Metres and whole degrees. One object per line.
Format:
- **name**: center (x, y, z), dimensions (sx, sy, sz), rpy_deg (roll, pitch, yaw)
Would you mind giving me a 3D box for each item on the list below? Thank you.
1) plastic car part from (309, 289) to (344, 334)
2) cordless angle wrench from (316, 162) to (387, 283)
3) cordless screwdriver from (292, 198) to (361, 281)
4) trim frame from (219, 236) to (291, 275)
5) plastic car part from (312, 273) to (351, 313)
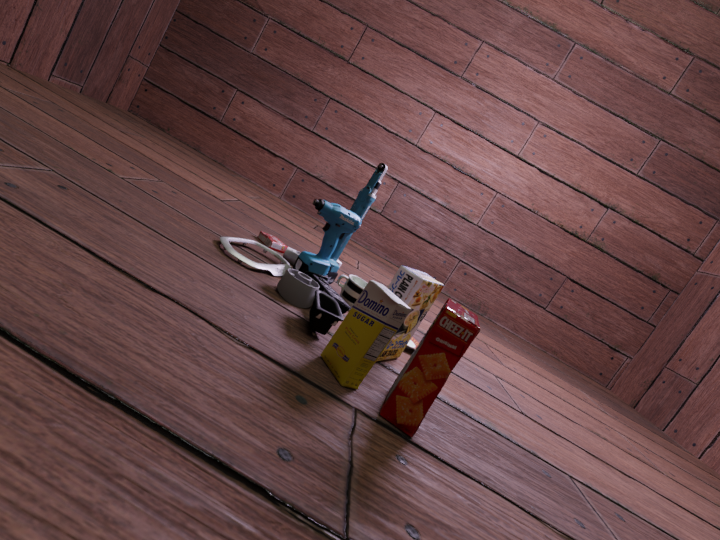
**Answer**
- **plastic car part**: center (-0.084, 0.097, 0.907), dimensions (0.064, 0.071, 0.120), rpy_deg (28, 9, -16)
- **cordless angle wrench**: center (-0.030, -0.153, 1.356), dimensions (0.077, 0.422, 0.094), rpy_deg (34, 9, 21)
- **cordless screwdriver**: center (-0.118, -0.077, 1.208), dimensions (0.151, 0.248, 0.078), rpy_deg (25, 10, -33)
- **trim frame**: center (-0.289, -0.042, 1.179), dimensions (0.191, 0.027, 0.239), rpy_deg (33, 9, 19)
- **plastic car part**: center (-0.089, 0.067, 1.083), dimensions (0.064, 0.067, 0.211), rpy_deg (27, 9, -24)
